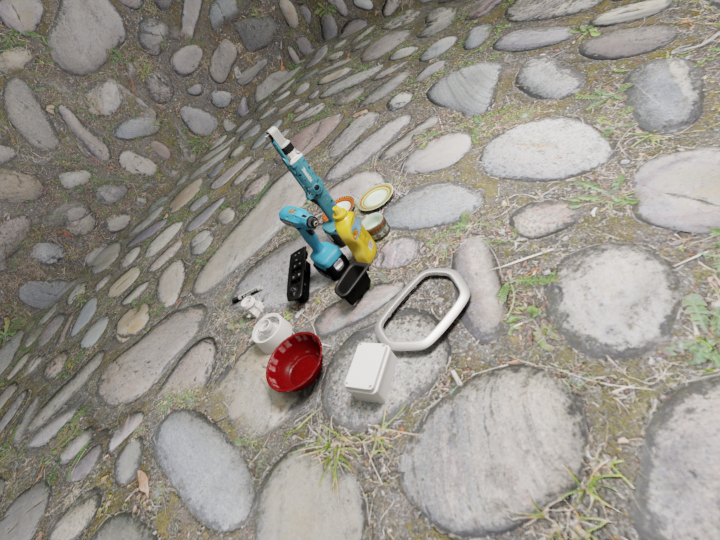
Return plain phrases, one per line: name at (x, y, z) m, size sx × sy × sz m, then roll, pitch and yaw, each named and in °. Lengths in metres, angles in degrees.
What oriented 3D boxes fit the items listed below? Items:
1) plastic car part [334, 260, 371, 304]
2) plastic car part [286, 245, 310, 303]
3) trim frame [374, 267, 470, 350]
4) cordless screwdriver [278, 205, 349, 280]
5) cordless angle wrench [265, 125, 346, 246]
plastic car part at (-0.015, 0.041, 1.107) m, size 0.069 × 0.067 × 0.116 m, roll 7°, pitch 54°, yaw 44°
plastic car part at (-0.182, 0.022, 1.270) m, size 0.068 × 0.064 × 0.209 m, roll -22°, pitch 39°, yaw 19°
trim frame at (0.138, 0.086, 0.966) m, size 0.247 × 0.026 × 0.194 m, roll -49°, pitch 38°, yaw -15°
cordless screwdriver at (-0.115, -0.075, 1.173) m, size 0.074 × 0.236 × 0.168 m, roll -48°, pitch 36°, yaw -16°
cordless angle wrench at (-0.140, -0.245, 1.238) m, size 0.097 × 0.402 × 0.078 m, roll -43°, pitch 34°, yaw -9°
